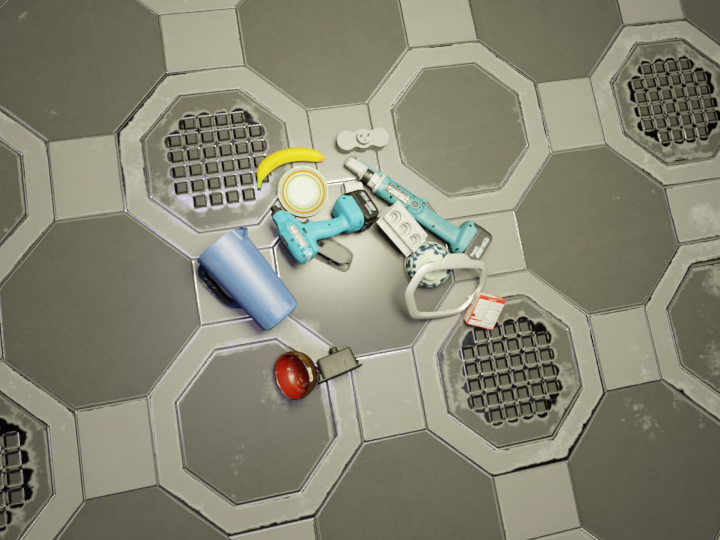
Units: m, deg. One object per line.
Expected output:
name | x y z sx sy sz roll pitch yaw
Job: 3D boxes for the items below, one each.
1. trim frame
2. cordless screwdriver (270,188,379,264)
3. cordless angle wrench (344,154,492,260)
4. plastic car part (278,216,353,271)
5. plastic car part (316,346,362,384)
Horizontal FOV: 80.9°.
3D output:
trim frame | 0.215 0.043 1.050 0.240 0.029 0.181 -1 120 -24
cordless screwdriver | -0.089 -0.130 1.037 0.243 0.074 0.164 -28 73 -27
cordless angle wrench | 0.137 -0.168 1.104 0.424 0.074 0.098 34 82 1
plastic car part | -0.105 -0.069 1.075 0.201 0.067 0.066 30 75 -5
plastic car part | -0.062 0.228 1.047 0.115 0.065 0.073 -24 74 -12
